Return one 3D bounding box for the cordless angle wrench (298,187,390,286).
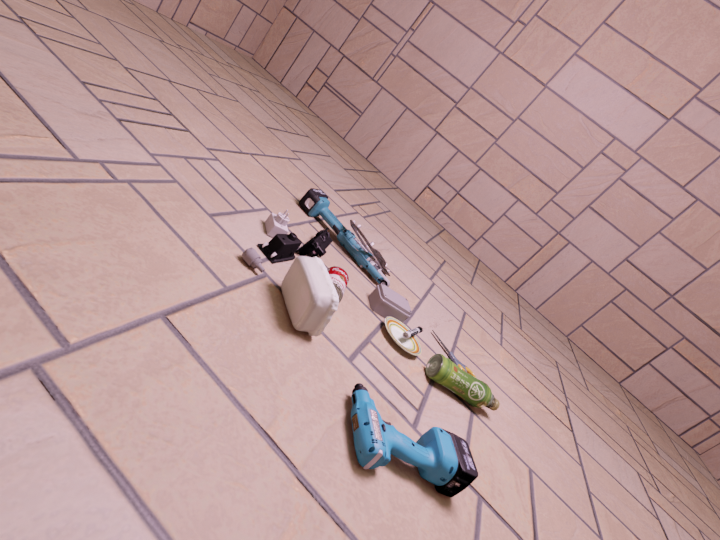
[{"bbox_3d":[-0.046,-0.106,1.420,0.438,0.075,0.094,49,23,19],"label":"cordless angle wrench"}]

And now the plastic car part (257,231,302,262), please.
[{"bbox_3d":[-0.194,-0.067,1.084,0.068,0.071,0.112,48,25,15],"label":"plastic car part"}]

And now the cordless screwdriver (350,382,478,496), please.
[{"bbox_3d":[0.089,0.311,0.790,0.240,0.074,0.165,27,24,-20],"label":"cordless screwdriver"}]

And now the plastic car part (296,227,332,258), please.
[{"bbox_3d":[-0.122,-0.080,1.245,0.066,0.067,0.204,47,19,-10],"label":"plastic car part"}]

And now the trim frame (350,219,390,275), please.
[{"bbox_3d":[0.034,-0.078,1.433,0.237,0.027,0.193,57,-2,-30],"label":"trim frame"}]
